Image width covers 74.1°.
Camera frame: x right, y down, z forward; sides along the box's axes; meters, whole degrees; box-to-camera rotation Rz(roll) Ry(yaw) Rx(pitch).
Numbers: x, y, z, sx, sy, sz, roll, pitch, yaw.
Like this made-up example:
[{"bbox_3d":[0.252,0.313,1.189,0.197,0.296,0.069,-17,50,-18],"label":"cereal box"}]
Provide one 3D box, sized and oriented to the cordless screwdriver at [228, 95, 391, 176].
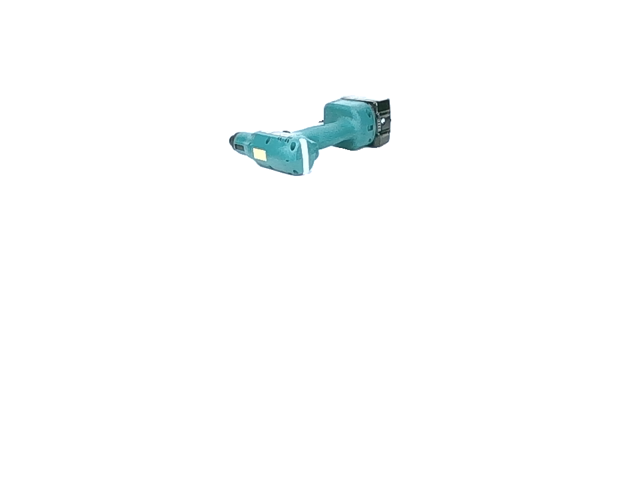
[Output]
[{"bbox_3d":[-0.010,-0.169,0.665,0.160,0.074,0.247,22,38,38],"label":"cordless screwdriver"}]
